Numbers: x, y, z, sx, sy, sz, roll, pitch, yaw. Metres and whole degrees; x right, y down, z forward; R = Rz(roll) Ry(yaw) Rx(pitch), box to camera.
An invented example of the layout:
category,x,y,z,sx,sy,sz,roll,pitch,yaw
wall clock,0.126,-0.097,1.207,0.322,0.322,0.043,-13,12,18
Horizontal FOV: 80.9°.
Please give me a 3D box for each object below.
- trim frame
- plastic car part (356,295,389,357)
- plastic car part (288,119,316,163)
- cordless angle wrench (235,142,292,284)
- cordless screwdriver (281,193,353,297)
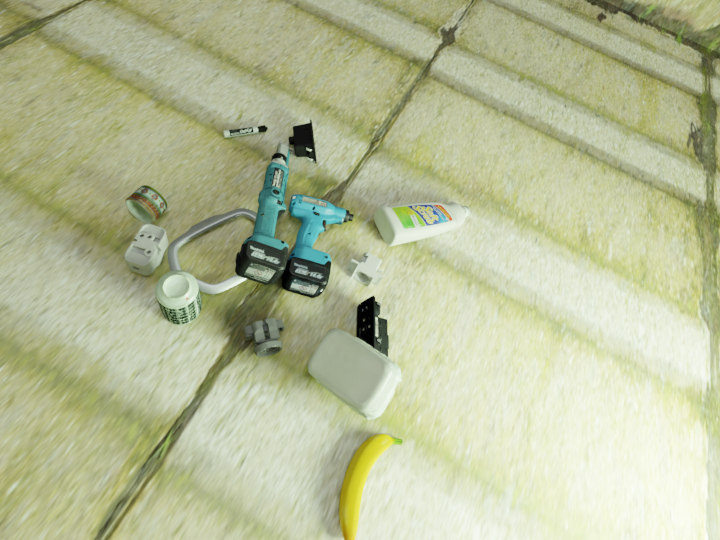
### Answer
category,x,y,z,sx,sy,sz,roll,pitch,yaw
trim frame,-0.303,-0.050,0.942,0.244,0.027,0.190,-34,73,-25
plastic car part,0.026,0.160,0.871,0.064,0.068,0.208,26,52,-30
plastic car part,-0.157,-0.347,1.135,0.071,0.064,0.121,-10,59,-4
cordless angle wrench,-0.206,-0.165,0.988,0.094,0.075,0.435,18,47,-21
cordless screwdriver,-0.095,-0.062,0.967,0.156,0.074,0.255,11,54,-13
